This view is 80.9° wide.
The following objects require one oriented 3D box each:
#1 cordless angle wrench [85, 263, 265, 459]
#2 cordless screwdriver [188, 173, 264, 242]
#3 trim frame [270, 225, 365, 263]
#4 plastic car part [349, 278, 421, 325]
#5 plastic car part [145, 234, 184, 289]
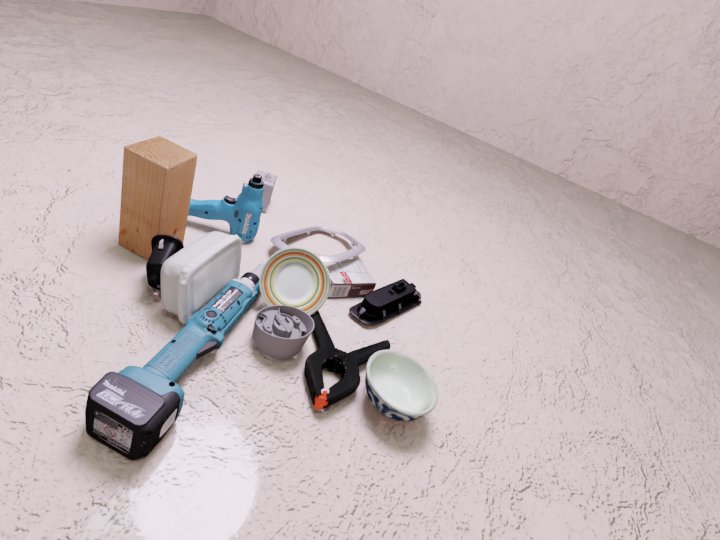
[{"bbox_3d":[-0.242,0.091,0.674,0.099,0.073,0.423,24,31,2],"label":"cordless angle wrench"},{"bbox_3d":[-0.331,-0.158,0.899,0.245,0.157,0.076,14,34,-8],"label":"cordless screwdriver"},{"bbox_3d":[-0.095,-0.062,0.973,0.192,0.027,0.241,23,25,23],"label":"trim frame"},{"bbox_3d":[0.063,0.061,0.891,0.196,0.066,0.069,-21,60,-43],"label":"plastic car part"},{"bbox_3d":[-0.341,-0.004,0.727,0.065,0.115,0.072,17,57,-7],"label":"plastic car part"}]
